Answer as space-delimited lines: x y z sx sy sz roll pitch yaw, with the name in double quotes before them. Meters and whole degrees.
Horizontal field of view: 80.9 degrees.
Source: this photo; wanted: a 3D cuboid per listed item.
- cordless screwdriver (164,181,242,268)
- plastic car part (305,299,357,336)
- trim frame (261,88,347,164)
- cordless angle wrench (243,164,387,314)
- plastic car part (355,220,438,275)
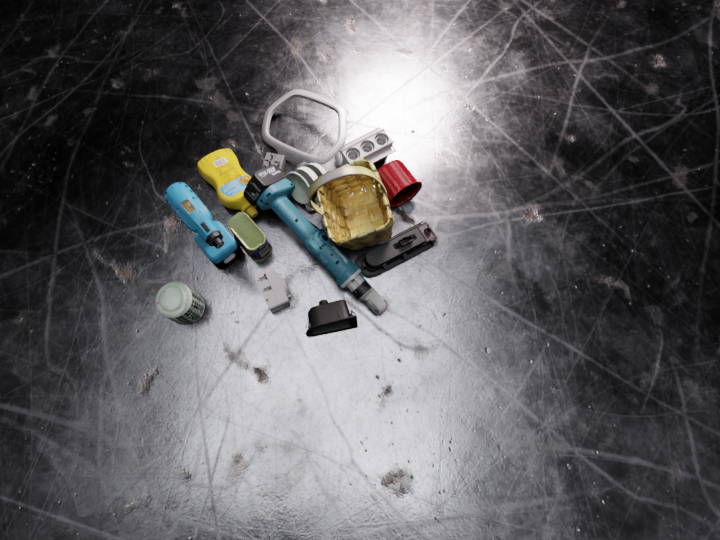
"cordless screwdriver" -0.312 -0.070 0.892 0.074 0.243 0.164 -40 74 -13
"plastic car part" -0.069 0.098 0.936 0.117 0.063 0.073 -10 59 0
"trim frame" -0.143 -0.360 1.067 0.258 0.026 0.184 28 90 21
"cordless angle wrench" -0.094 -0.062 0.964 0.428 0.075 0.096 47 42 6
"plastic car part" 0.086 -0.051 0.978 0.202 0.066 0.067 -28 83 -5
